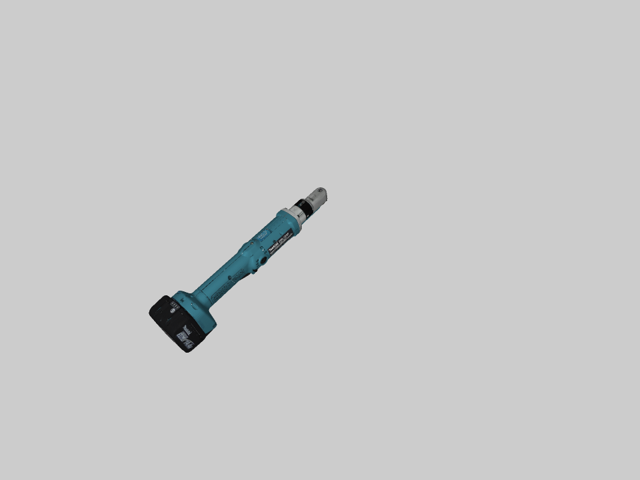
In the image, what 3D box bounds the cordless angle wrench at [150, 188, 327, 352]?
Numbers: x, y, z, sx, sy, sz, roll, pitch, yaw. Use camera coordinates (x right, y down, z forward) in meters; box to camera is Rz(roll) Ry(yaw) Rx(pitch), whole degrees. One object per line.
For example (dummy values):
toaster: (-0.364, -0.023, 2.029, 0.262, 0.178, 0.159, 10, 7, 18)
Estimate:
cordless angle wrench: (-0.129, 0.029, 0.823, 0.074, 0.421, 0.098, 32, -27, 28)
